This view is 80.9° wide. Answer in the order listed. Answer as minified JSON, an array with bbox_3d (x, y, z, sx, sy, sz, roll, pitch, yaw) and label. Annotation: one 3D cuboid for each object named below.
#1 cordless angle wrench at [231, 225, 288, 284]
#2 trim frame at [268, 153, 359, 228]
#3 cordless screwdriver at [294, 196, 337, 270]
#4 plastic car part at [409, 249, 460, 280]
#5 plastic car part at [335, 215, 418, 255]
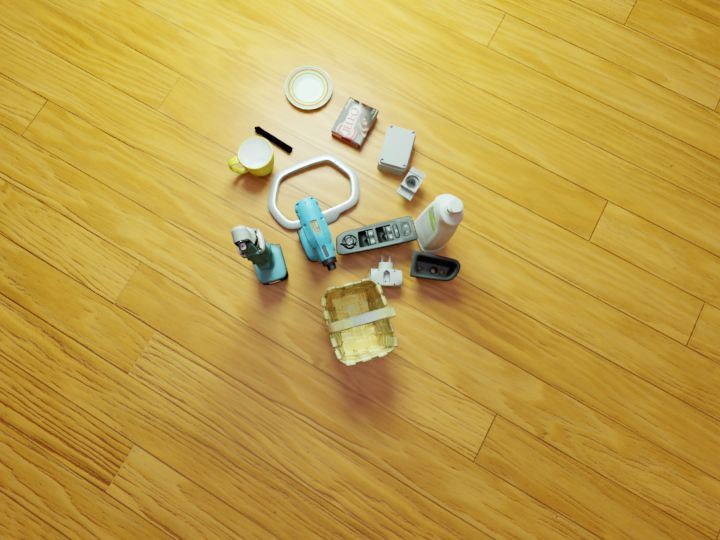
[{"bbox_3d":[-0.213,-0.037,0.887,0.074,0.420,0.099,-16,85,-6],"label":"cordless angle wrench"},{"bbox_3d":[-0.125,-0.205,1.114,0.248,0.027,0.187,-22,80,-3],"label":"trim frame"},{"bbox_3d":[-0.095,-0.062,0.976,0.074,0.247,0.161,-22,84,-6],"label":"cordless screwdriver"},{"bbox_3d":[0.179,-0.004,1.050,0.117,0.070,0.066,10,81,1],"label":"plastic car part"},{"bbox_3d":[0.035,-0.082,1.069,0.203,0.066,0.067,-12,82,-2],"label":"plastic car part"}]
